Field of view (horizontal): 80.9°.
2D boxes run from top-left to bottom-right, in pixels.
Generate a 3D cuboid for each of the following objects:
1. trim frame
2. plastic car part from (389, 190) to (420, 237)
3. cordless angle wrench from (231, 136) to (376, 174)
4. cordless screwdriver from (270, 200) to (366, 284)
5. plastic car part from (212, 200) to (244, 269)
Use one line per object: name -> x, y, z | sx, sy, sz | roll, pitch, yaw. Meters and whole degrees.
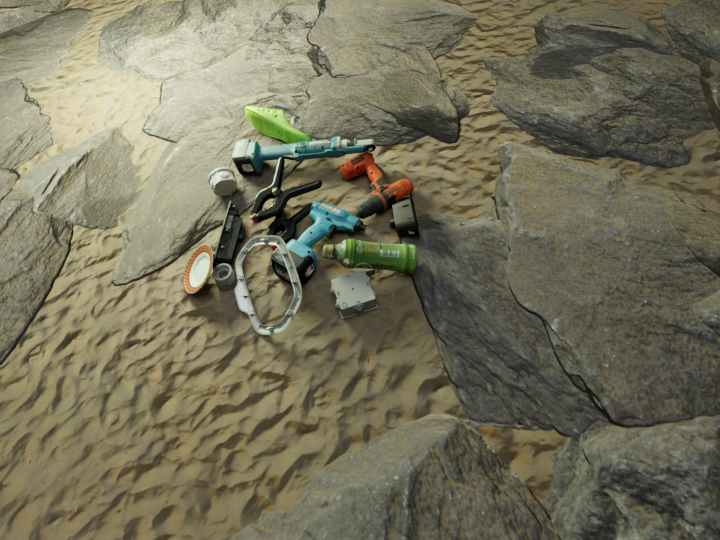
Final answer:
trim frame -> -0.225, 0.029, 0.997 | 0.187, 0.026, 0.257 | -33, 67, 24
plastic car part -> 0.111, -0.137, 1.104 | 0.073, 0.062, 0.120 | -11, 58, 16
cordless angle wrench -> -0.167, -0.352, 1.248 | 0.432, 0.071, 0.100 | -2, 56, 13
cordless screwdriver -> -0.105, -0.069, 1.077 | 0.166, 0.072, 0.248 | 23, 58, 20
plastic car part -> -0.351, -0.085, 1.132 | 0.065, 0.066, 0.207 | 18, 55, -14
